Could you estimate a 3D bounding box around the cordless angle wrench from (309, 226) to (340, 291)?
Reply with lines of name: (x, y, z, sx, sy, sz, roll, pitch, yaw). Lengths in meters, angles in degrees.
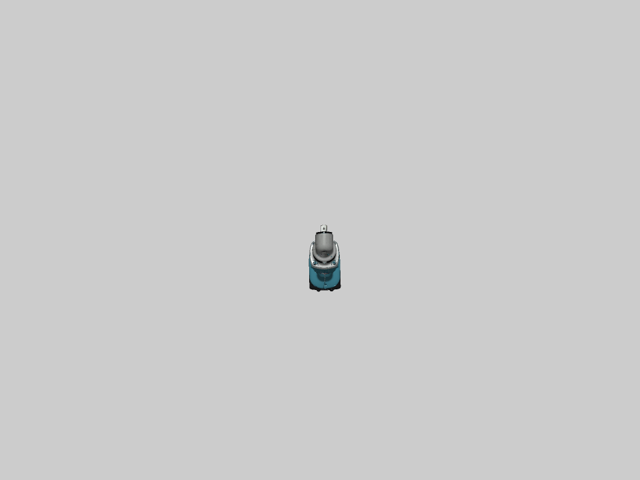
cordless angle wrench: (0.008, 0.041, 0.835, 0.074, 0.098, 0.423, -1, -10, 0)
